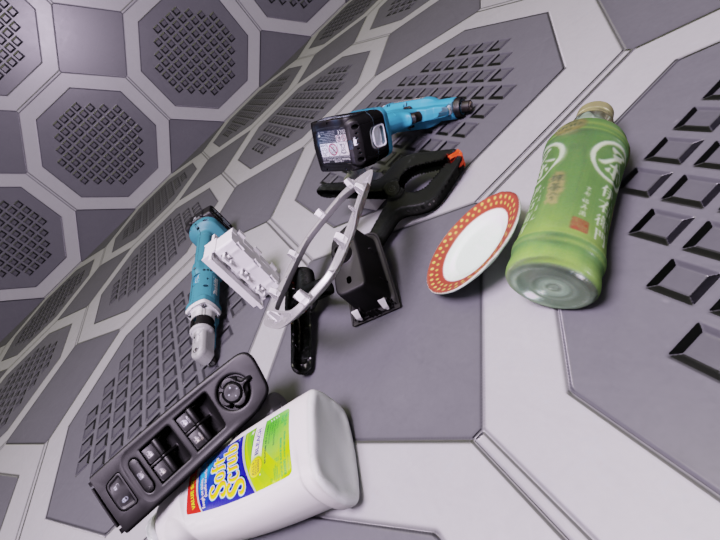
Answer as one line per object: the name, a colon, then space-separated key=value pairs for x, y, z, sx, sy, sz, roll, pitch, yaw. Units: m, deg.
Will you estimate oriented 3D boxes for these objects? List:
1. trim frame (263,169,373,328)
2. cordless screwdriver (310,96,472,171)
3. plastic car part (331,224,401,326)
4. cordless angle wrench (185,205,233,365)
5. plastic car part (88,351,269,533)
trim frame: x=-0.049 y=-0.032 z=0.504 sx=0.187 sy=0.027 sz=0.251 roll=-36 pitch=23 yaw=39
cordless screwdriver: x=0.052 y=-0.221 z=0.646 sx=0.167 sy=0.072 sz=0.243 roll=7 pitch=31 yaw=39
plastic car part: x=-0.007 y=-0.004 z=0.505 sx=0.067 sy=0.067 sz=0.121 roll=-28 pitch=56 yaw=22
cordless angle wrench: x=-0.297 y=0.013 z=0.816 sx=0.075 sy=0.093 sz=0.442 roll=-35 pitch=37 yaw=8
plastic car part: x=-0.177 y=0.173 z=0.449 sx=0.202 sy=0.068 sz=0.065 roll=-43 pitch=-16 yaw=-4
